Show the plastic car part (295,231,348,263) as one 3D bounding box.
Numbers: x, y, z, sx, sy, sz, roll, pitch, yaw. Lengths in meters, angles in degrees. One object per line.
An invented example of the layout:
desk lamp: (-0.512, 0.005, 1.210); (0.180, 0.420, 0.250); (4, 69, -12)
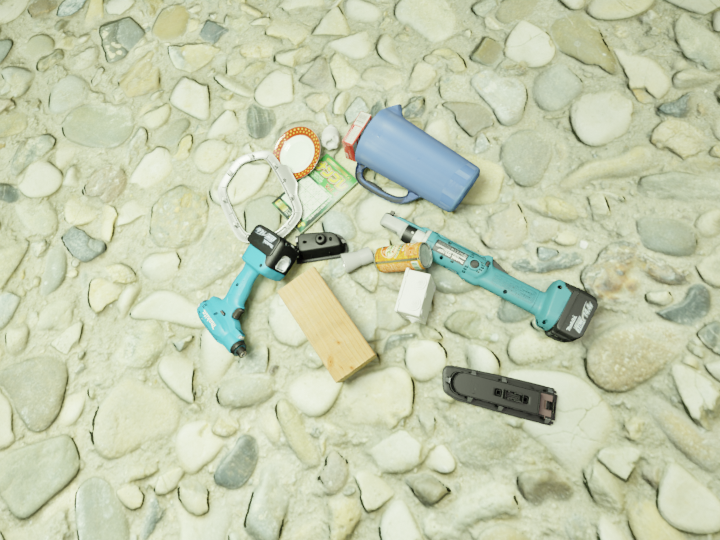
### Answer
plastic car part: (-0.088, -0.058, 0.900); (0.118, 0.069, 0.067); (-7, 75, 9)

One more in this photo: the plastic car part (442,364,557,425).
plastic car part: (0.250, 0.224, 0.767); (0.208, 0.065, 0.066); (11, 83, 14)

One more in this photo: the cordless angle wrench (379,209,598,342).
cordless angle wrench: (0.225, -0.006, 0.837); (0.438, 0.072, 0.098); (30, 80, 18)

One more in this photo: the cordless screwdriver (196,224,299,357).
cordless screwdriver: (-0.219, 0.041, 0.857); (0.168, 0.070, 0.249); (38, 92, 35)

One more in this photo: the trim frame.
trim frame: (-0.234, -0.173, 0.972); (0.184, 0.026, 0.258); (-29, 66, 3)
